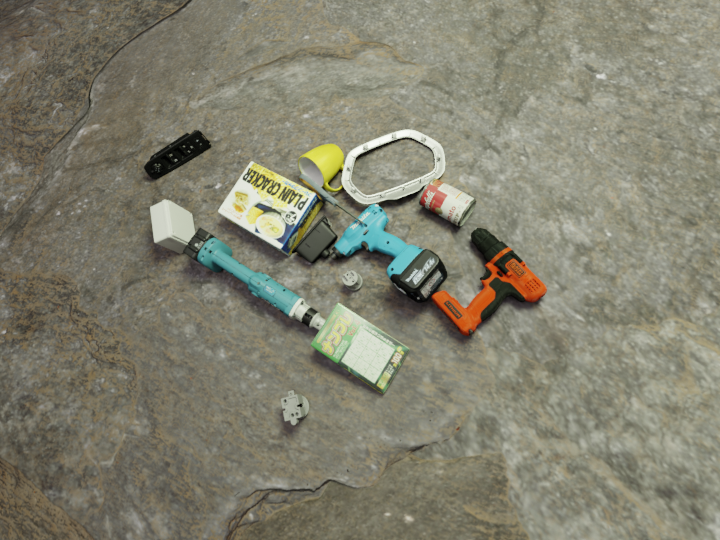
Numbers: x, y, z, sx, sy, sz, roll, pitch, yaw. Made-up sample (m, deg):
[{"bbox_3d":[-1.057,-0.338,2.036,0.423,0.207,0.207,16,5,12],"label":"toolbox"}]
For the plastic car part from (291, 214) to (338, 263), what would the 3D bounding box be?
[{"bbox_3d":[-0.097,-0.063,0.992,0.072,0.065,0.116,40,91,8],"label":"plastic car part"}]

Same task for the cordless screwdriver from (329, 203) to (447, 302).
[{"bbox_3d":[0.049,-0.027,0.902,0.159,0.070,0.263,-45,51,-1],"label":"cordless screwdriver"}]

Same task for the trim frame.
[{"bbox_3d":[0.075,-0.247,0.995,0.249,0.026,0.191,-20,65,1],"label":"trim frame"}]

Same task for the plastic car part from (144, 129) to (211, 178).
[{"bbox_3d":[-0.533,-0.339,1.212,0.204,0.063,0.070,-32,58,5],"label":"plastic car part"}]

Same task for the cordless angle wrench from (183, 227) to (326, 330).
[{"bbox_3d":[-0.230,0.035,0.983,0.439,0.094,0.074,30,80,20],"label":"cordless angle wrench"}]
